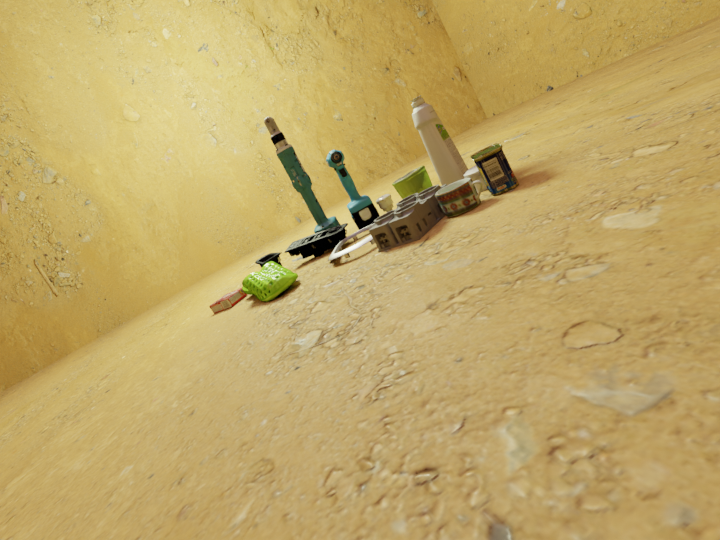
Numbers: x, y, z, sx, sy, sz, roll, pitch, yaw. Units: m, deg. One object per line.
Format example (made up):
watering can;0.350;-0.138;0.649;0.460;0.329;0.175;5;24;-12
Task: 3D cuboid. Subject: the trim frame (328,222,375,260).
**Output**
trim frame;-0.001;-0.076;1.044;0.186;0.027;0.250;-26;13;11

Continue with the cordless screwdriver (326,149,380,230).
cordless screwdriver;-0.026;-0.239;1.235;0.074;0.245;0.161;-28;9;1

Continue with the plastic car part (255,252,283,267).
plastic car part;-0.261;-0.010;1.243;0.065;0.070;0.120;-32;12;-22

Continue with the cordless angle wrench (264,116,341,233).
cordless angle wrench;-0.175;-0.263;1.256;0.075;0.417;0.098;-27;8;11

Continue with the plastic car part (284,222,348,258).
plastic car part;-0.118;-0.077;1.208;0.208;0.066;0.065;-22;12;28
